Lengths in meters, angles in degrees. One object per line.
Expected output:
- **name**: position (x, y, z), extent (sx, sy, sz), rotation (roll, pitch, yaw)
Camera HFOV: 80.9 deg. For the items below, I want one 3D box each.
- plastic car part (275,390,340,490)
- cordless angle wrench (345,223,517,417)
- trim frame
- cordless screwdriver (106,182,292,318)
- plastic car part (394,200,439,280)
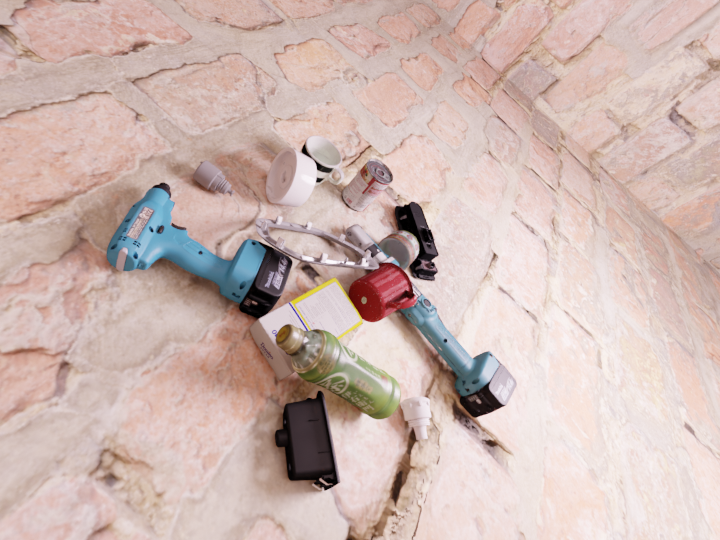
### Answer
- **plastic car part**: position (-0.075, 0.224, 0.555), extent (0.069, 0.065, 0.121), rotation (-2, 55, -23)
- **cordless angle wrench**: position (0.112, 0.075, 0.809), extent (0.432, 0.075, 0.095), rotation (50, 42, 11)
- **trim frame**: position (-0.071, -0.047, 0.728), extent (0.235, 0.027, 0.195), rotation (8, 23, -48)
- **cordless screwdriver**: position (-0.228, -0.036, 0.639), extent (0.242, 0.075, 0.163), rotation (22, 46, -16)
- **plastic car part**: position (0.128, -0.079, 0.955), extent (0.064, 0.067, 0.211), rotation (5, 52, -28)
